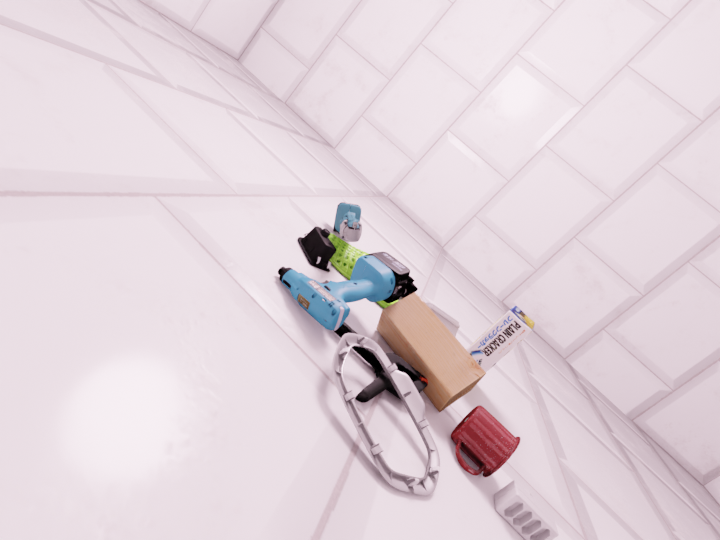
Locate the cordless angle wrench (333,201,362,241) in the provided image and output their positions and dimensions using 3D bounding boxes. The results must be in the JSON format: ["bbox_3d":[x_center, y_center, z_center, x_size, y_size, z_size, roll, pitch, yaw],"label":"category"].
[{"bbox_3d":[-0.029,-0.118,1.104,0.074,0.097,0.428,9,11,-5],"label":"cordless angle wrench"}]

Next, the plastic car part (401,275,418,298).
[{"bbox_3d":[0.114,0.039,1.203,0.191,0.067,0.069,26,28,-49],"label":"plastic car part"}]

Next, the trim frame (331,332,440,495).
[{"bbox_3d":[0.041,0.203,0.631,0.175,0.028,0.258,4,49,-57],"label":"trim frame"}]

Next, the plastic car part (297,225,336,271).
[{"bbox_3d":[-0.098,-0.064,0.999,0.062,0.071,0.122,26,26,-45],"label":"plastic car part"}]

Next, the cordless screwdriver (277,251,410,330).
[{"bbox_3d":[-0.029,0.020,0.819,0.168,0.073,0.239,36,35,30],"label":"cordless screwdriver"}]
